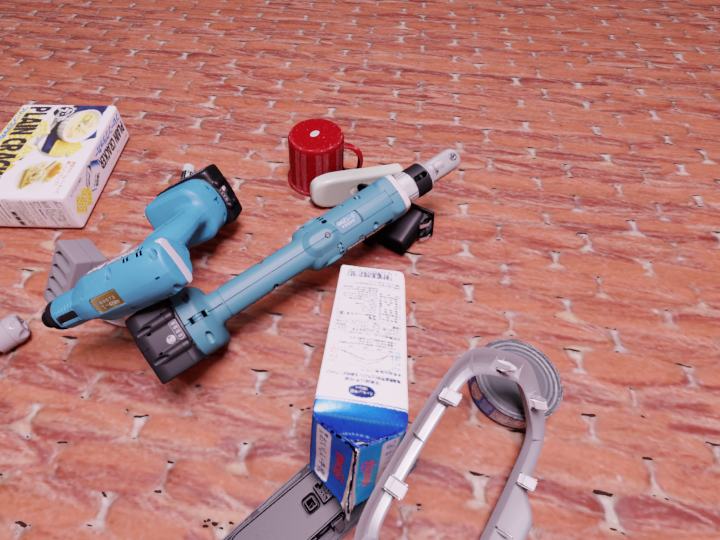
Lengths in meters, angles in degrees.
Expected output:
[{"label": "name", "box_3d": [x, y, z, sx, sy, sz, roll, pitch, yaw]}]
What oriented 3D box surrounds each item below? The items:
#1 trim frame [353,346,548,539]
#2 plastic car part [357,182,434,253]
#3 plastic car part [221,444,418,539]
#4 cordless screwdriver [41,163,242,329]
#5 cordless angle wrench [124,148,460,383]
[{"label": "trim frame", "box_3d": [0.086, 0.176, 0.334, 0.029, 0.176, 0.247, 2, 45, 52]}, {"label": "plastic car part", "box_3d": [0.032, -0.062, 0.570, 0.121, 0.063, 0.071, 25, 71, 21]}, {"label": "plastic car part", "box_3d": [-0.037, 0.204, 0.367, 0.200, 0.065, 0.069, -34, 68, -20]}, {"label": "cordless screwdriver", "box_3d": [-0.234, -0.031, 0.481, 0.162, 0.071, 0.255, -23, 27, 13]}, {"label": "cordless angle wrench", "box_3d": [-0.047, -0.031, 0.482, 0.418, 0.099, 0.075, -34, 90, -14]}]
